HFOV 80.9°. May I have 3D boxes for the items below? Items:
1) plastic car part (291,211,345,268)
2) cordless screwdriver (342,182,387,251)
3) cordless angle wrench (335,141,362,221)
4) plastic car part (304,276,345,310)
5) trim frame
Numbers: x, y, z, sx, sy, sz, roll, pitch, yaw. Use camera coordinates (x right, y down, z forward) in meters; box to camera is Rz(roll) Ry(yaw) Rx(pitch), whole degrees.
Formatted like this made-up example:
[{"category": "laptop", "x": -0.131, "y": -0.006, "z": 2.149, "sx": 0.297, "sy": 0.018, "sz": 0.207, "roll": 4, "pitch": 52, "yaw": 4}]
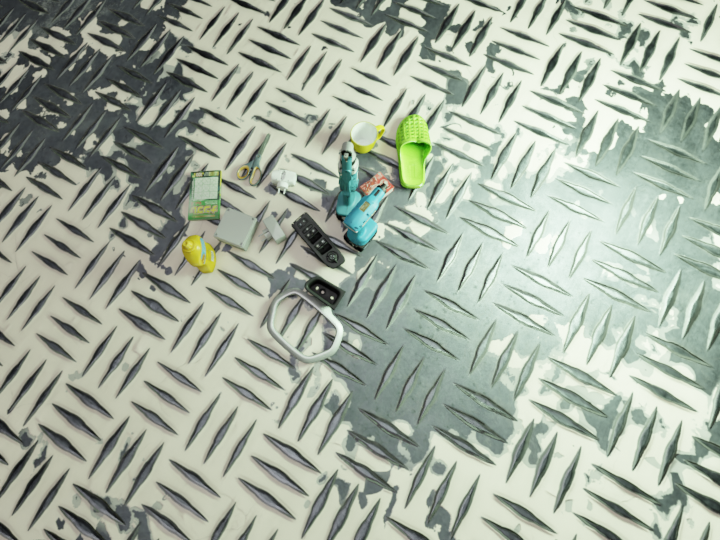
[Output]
[{"category": "plastic car part", "x": -0.130, "y": -0.085, "z": 1.328, "sx": 0.066, "sy": 0.065, "sz": 0.209, "roll": -40, "pitch": 76, "yaw": -8}, {"category": "cordless screwdriver", "x": 0.017, "y": -0.153, "z": 1.243, "sx": 0.076, "sy": 0.244, "sz": 0.159, "roll": 38, "pitch": 80, "yaw": 8}, {"category": "cordless angle wrench", "x": -0.034, "y": -0.246, "z": 1.185, "sx": 0.075, "sy": 0.415, "sz": 0.099, "roll": 9, "pitch": 77, "yaw": 1}, {"category": "plastic car part", "x": -0.110, "y": 0.065, "z": 1.282, "sx": 0.119, "sy": 0.069, "sz": 0.066, "roll": 32, "pitch": 79, "yaw": 11}, {"category": "trim frame", "x": -0.170, "y": 0.164, "z": 1.280, "sx": 0.255, "sy": 0.027, "sz": 0.184, "roll": 38, "pitch": 80, "yaw": 13}]
